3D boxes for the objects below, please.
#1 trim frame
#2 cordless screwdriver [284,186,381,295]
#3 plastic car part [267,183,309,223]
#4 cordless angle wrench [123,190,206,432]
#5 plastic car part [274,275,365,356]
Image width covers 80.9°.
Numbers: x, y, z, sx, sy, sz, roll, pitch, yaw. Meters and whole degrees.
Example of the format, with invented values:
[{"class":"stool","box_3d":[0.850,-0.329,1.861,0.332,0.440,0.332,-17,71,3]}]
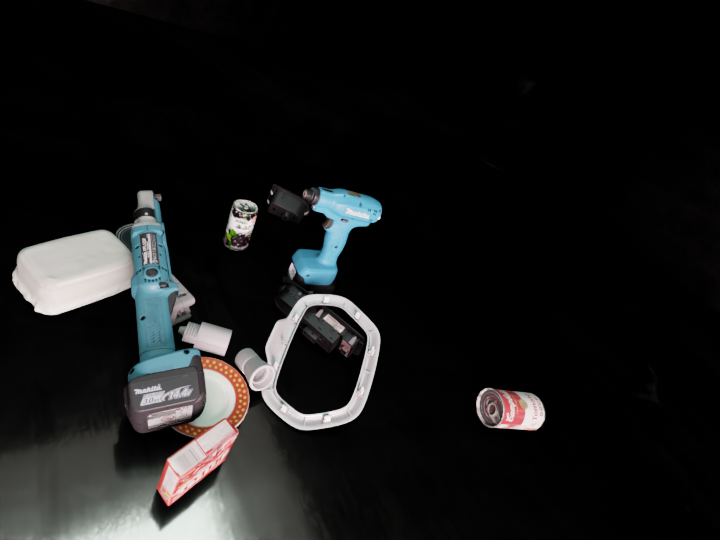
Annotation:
[{"class":"trim frame","box_3d":[-0.065,0.141,0.710,0.187,0.027,0.251,16,53,6]},{"class":"cordless screwdriver","box_3d":[-0.081,-0.053,0.833,0.152,0.248,0.078,11,36,-32]},{"class":"plastic car part","box_3d":[-0.192,-0.161,1.097,0.116,0.066,0.071,27,48,-4]},{"class":"cordless angle wrench","box_3d":[-0.319,0.021,0.653,0.095,0.073,0.443,-6,51,-26]},{"class":"plastic car part","box_3d":[-0.089,0.094,0.803,0.211,0.065,0.066,41,61,21]}]
